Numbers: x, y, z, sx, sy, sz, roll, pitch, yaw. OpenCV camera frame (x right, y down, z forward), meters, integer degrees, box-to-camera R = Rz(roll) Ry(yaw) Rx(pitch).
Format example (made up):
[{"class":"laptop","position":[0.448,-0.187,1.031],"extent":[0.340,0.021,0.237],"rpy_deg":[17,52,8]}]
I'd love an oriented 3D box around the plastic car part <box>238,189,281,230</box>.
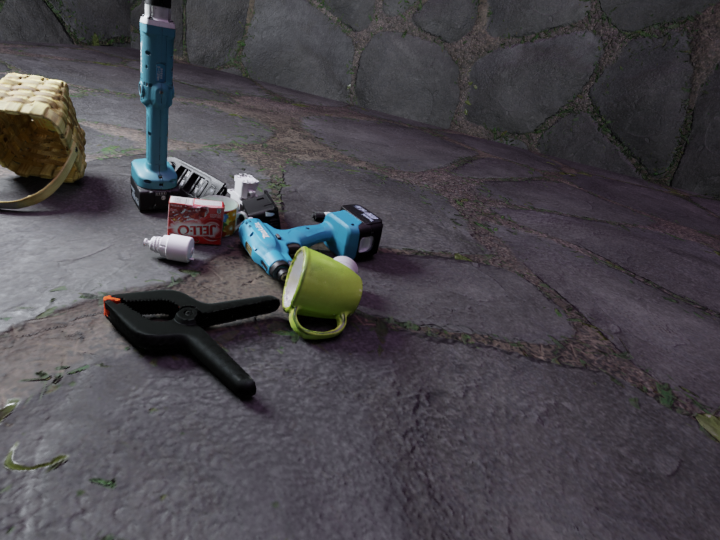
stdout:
[{"class":"plastic car part","position":[-0.200,-0.109,0.816],"extent":[0.069,0.064,0.123],"rpy_deg":[-15,33,-19]}]

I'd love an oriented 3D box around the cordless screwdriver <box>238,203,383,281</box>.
[{"class":"cordless screwdriver","position":[-0.072,-0.047,0.733],"extent":[0.240,0.073,0.168],"rpy_deg":[-10,36,-29]}]

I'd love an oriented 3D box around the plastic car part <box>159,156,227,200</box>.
[{"class":"plastic car part","position":[-0.345,-0.179,0.872],"extent":[0.212,0.066,0.064],"rpy_deg":[29,2,25]}]

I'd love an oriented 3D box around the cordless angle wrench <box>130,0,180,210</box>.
[{"class":"cordless angle wrench","position":[-0.353,-0.310,0.732],"extent":[0.071,0.416,0.104],"rpy_deg":[-7,34,-37]}]
